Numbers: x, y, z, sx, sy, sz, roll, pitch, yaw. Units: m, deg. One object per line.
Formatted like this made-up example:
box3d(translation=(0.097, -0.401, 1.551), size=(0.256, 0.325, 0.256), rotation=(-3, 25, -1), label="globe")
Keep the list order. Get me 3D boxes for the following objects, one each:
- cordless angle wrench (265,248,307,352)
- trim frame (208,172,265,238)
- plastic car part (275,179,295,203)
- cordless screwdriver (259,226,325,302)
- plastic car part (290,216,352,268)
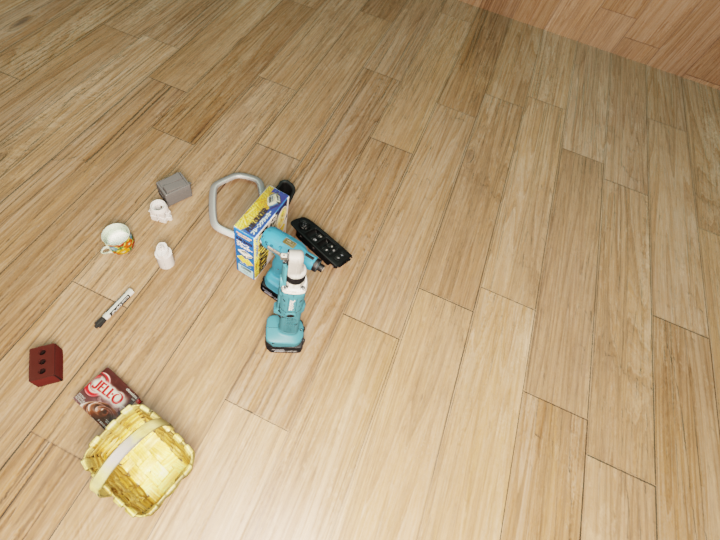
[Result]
box3d(translation=(-0.150, 0.073, 0.898), size=(0.096, 0.417, 0.076), rotation=(4, 60, -11), label="cordless angle wrench")
box3d(translation=(-0.360, -0.196, 1.268), size=(0.181, 0.027, 0.257), rotation=(-5, 59, -11), label="trim frame")
box3d(translation=(-0.236, -0.207, 1.267), size=(0.067, 0.070, 0.117), rotation=(22, 58, 3), label="plastic car part")
box3d(translation=(-0.171, 0.005, 1.040), size=(0.162, 0.245, 0.074), rotation=(32, 58, 8), label="cordless screwdriver")
box3d(translation=(-0.118, -0.077, 1.205), size=(0.065, 0.066, 0.210), rotation=(-37, 70, -27), label="plastic car part")
